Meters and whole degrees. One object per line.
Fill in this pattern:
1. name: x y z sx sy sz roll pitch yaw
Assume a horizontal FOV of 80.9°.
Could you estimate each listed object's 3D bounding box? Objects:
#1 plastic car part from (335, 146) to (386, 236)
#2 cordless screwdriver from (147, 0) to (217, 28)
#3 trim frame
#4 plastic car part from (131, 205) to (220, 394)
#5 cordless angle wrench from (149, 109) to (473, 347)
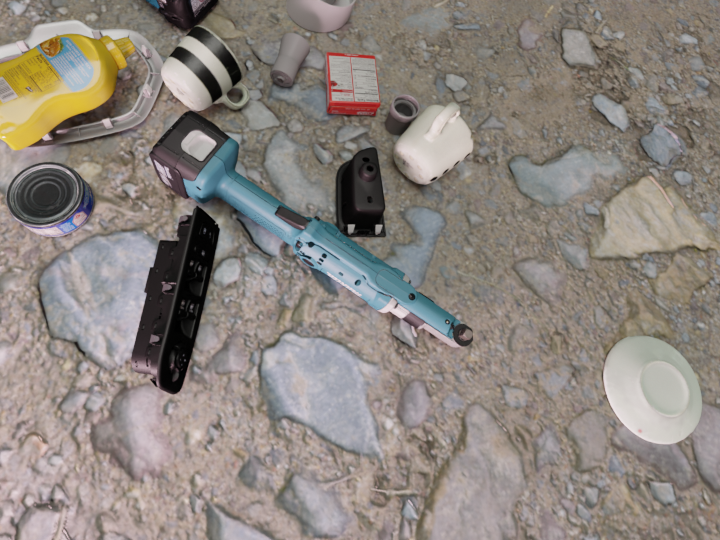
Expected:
1. plastic car part: 0.004 -0.107 0.540 0.065 0.071 0.118 0 76 -12
2. cordless screwdriver: -0.324 -0.465 0.616 0.251 0.073 0.160 25 71 5
3. trim frame: -0.388 -0.252 0.561 0.245 0.027 0.188 -16 74 -10
4. plastic car part: -0.210 0.031 0.472 0.067 0.065 0.206 1 72 1
5. cordless angle wrench: -0.049 -0.032 0.505 0.423 0.098 0.074 34 71 0
